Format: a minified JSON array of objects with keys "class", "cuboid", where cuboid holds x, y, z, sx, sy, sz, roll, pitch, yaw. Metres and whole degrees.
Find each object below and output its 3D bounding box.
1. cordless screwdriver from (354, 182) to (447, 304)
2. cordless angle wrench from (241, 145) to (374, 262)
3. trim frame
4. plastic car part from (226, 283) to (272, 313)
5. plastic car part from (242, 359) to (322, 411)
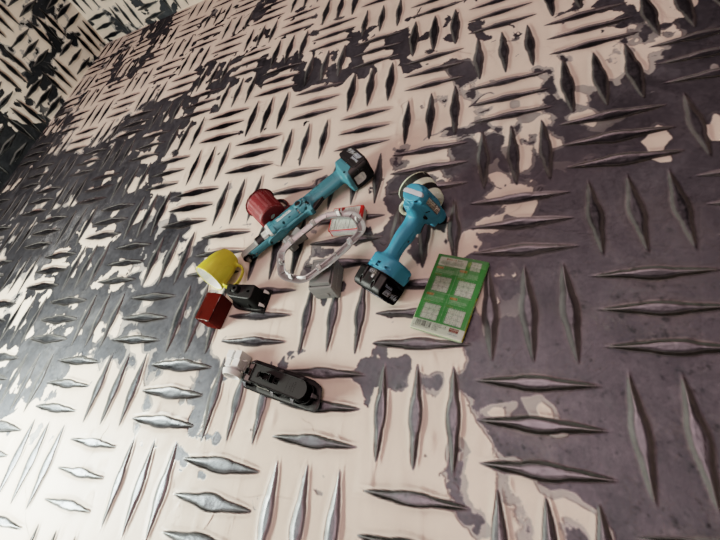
[{"class":"cordless screwdriver","cuboid":[0.099,-0.049,0.910,0.079,0.150,0.249,28,90,40]},{"class":"cordless angle wrench","cuboid":[-0.156,-0.166,1.145,0.423,0.070,0.103,-39,50,2]},{"class":"trim frame","cuboid":[-0.099,-0.065,1.014,0.246,0.026,0.195,-40,44,-14]},{"class":"plastic car part","cuboid":[-0.292,0.060,1.061,0.121,0.067,0.067,4,59,25]},{"class":"plastic car part","cuboid":[-0.171,0.235,0.891,0.213,0.064,0.066,11,57,29]}]
